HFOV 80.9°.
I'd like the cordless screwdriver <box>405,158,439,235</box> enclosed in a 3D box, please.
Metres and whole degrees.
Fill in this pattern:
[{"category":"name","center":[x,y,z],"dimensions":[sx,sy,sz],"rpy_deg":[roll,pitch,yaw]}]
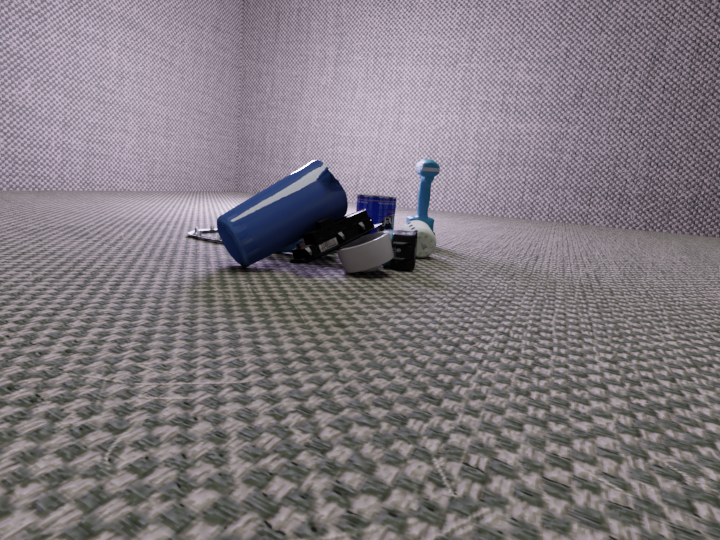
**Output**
[{"category":"cordless screwdriver","center":[0.176,-0.197,1.222],"dimensions":[0.074,0.245,0.161],"rpy_deg":[4,15,-3]}]

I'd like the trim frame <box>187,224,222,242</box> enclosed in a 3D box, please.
[{"category":"trim frame","center":[-0.346,-0.098,1.134],"dimensions":[0.261,0.027,0.177],"rpy_deg":[9,12,32]}]

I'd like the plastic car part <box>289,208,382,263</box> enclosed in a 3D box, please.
[{"category":"plastic car part","center":[-0.049,-0.072,0.821],"dimensions":[0.197,0.067,0.068],"rpy_deg":[-23,4,-32]}]

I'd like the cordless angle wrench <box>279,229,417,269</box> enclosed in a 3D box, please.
[{"category":"cordless angle wrench","center":[-0.092,-0.060,0.945],"dimensions":[0.435,0.073,0.096],"rpy_deg":[5,11,16]}]
